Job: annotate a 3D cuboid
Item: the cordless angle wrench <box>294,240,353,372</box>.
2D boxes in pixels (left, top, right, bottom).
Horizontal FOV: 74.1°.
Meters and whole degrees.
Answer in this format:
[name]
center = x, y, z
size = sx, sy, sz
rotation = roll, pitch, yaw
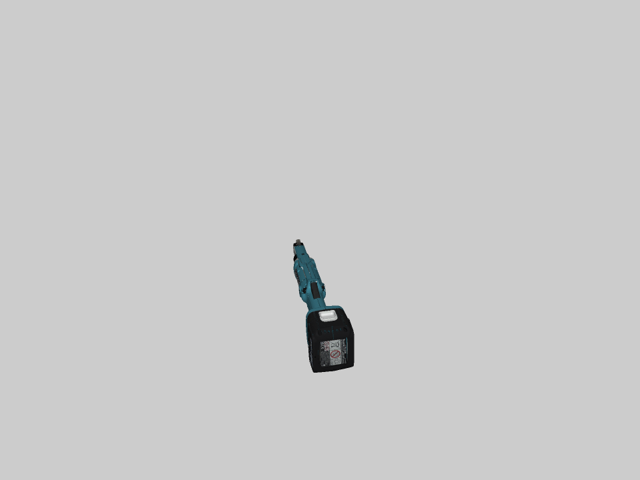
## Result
[cordless angle wrench]
center = -0.018, 0.106, 0.899
size = 0.074, 0.098, 0.422
rotation = -6, 25, -9
